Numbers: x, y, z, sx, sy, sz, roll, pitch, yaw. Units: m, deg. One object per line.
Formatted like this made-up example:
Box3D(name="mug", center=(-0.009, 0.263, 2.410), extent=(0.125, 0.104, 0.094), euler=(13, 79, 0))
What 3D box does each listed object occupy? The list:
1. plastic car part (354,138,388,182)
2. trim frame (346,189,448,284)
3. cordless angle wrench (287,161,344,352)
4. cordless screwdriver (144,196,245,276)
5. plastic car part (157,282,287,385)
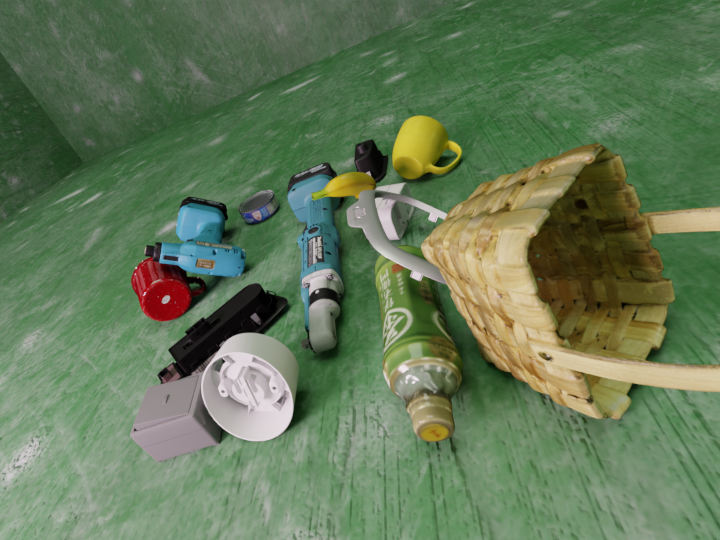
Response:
Box3D(name="plastic car part", center=(0.013, -0.223, 0.843), extent=(0.067, 0.068, 0.119), euler=(-16, 31, 17))
Box3D(name="trim frame", center=(0.074, -0.044, 0.504), extent=(0.181, 0.027, 0.255), euler=(15, 27, -10))
Box3D(name="cordless angle wrench", center=(-0.064, -0.042, 0.652), extent=(0.099, 0.071, 0.438), euler=(-21, 36, 8))
Box3D(name="cordless screwdriver", center=(-0.312, -0.067, 0.787), extent=(0.153, 0.073, 0.261), euler=(7, 22, -26))
Box3D(name="plastic car part", center=(-0.191, 0.086, 0.573), extent=(0.200, 0.064, 0.070), euler=(-39, 27, -23))
